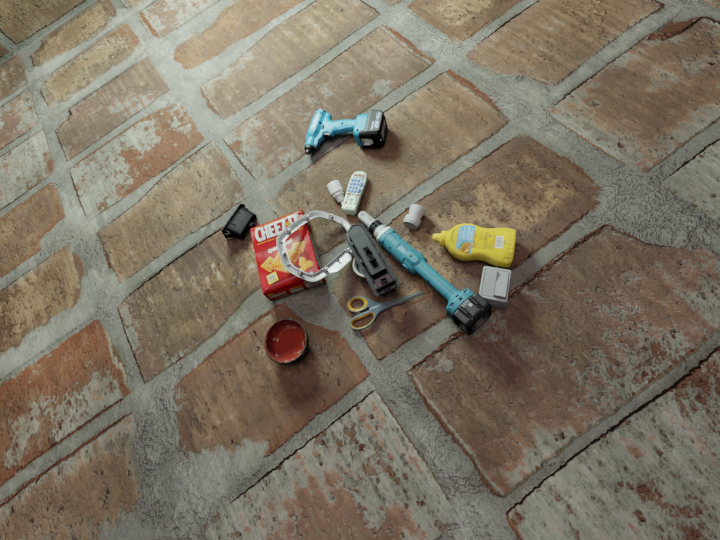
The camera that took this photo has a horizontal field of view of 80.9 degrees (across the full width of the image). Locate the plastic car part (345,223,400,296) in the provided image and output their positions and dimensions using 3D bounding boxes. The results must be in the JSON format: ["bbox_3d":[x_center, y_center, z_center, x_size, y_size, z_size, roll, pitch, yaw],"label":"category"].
[{"bbox_3d":[0.018,-0.039,1.052,0.067,0.064,0.212,-31,59,5],"label":"plastic car part"}]

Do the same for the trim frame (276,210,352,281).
[{"bbox_3d":[-0.110,-0.072,1.120,0.188,0.027,0.244,41,53,10],"label":"trim frame"}]

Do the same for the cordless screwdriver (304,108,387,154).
[{"bbox_3d":[-0.051,-0.419,1.299,0.259,0.071,0.160,10,69,24],"label":"cordless screwdriver"}]

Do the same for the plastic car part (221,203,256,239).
[{"bbox_3d":[-0.355,-0.141,1.269,0.072,0.065,0.116,28,72,8],"label":"plastic car part"}]

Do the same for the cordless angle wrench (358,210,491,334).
[{"bbox_3d":[0.133,-0.022,1.054,0.074,0.093,0.445,-43,59,-3],"label":"cordless angle wrench"}]
